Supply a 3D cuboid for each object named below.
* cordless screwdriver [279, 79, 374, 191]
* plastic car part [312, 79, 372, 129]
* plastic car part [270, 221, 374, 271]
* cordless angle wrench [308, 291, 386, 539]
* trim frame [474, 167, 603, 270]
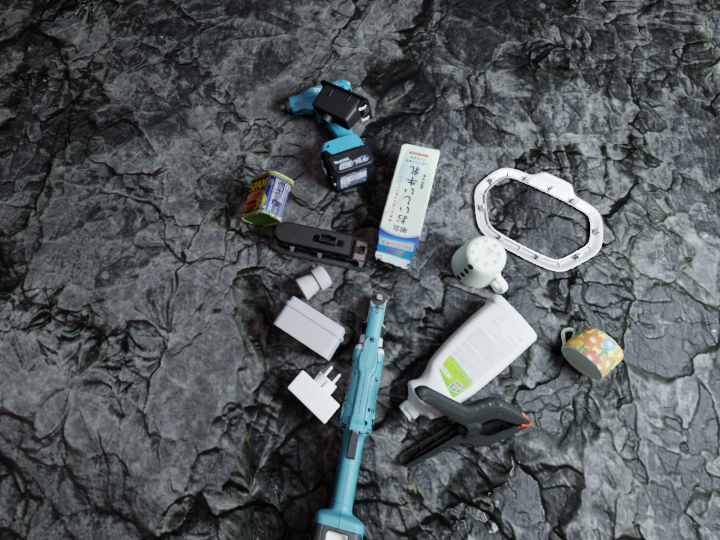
[{"bbox_3d":[-0.071,-0.284,0.879,0.159,0.072,0.257,-15,67,-3],"label":"cordless screwdriver"},{"bbox_3d":[-0.045,-0.317,0.831,0.121,0.063,0.071,30,83,20],"label":"plastic car part"},{"bbox_3d":[-0.078,-0.051,0.803,0.207,0.065,0.067,11,79,9],"label":"plastic car part"},{"bbox_3d":[-0.005,0.237,0.684,0.075,0.096,0.429,10,67,3],"label":"cordless angle wrench"},{"bbox_3d":[0.341,-0.106,0.815,0.256,0.027,0.184,30,73,15],"label":"trim frame"}]
